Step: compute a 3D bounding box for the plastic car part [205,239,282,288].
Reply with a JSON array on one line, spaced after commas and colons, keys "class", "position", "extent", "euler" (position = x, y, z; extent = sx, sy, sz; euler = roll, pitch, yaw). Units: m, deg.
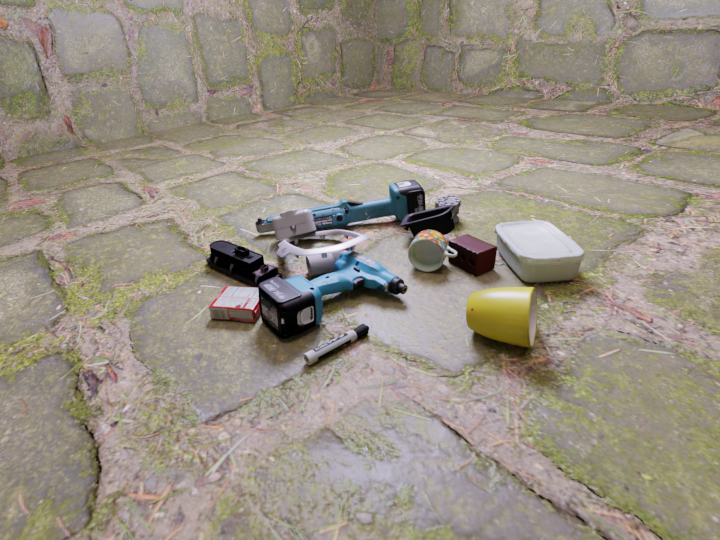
[{"class": "plastic car part", "position": [-0.263, -0.021, 0.906], "extent": [0.214, 0.064, 0.065], "euler": [16, 41, 36]}]

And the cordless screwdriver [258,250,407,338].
[{"class": "cordless screwdriver", "position": [-0.047, 0.039, 0.752], "extent": [0.241, 0.072, 0.168], "euler": [-24, 35, -37]}]

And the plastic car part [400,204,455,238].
[{"class": "plastic car part", "position": [0.160, -0.100, 0.959], "extent": [0.121, 0.069, 0.066], "euler": [-8, 25, 27]}]

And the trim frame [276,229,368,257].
[{"class": "trim frame", "position": [-0.090, -0.059, 0.916], "extent": [0.180, 0.027, 0.259], "euler": [-14, 17, -20]}]

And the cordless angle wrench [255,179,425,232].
[{"class": "cordless angle wrench", "position": [-0.054, -0.143, 1.064], "extent": [0.423, 0.095, 0.077], "euler": [-10, 29, 0]}]
